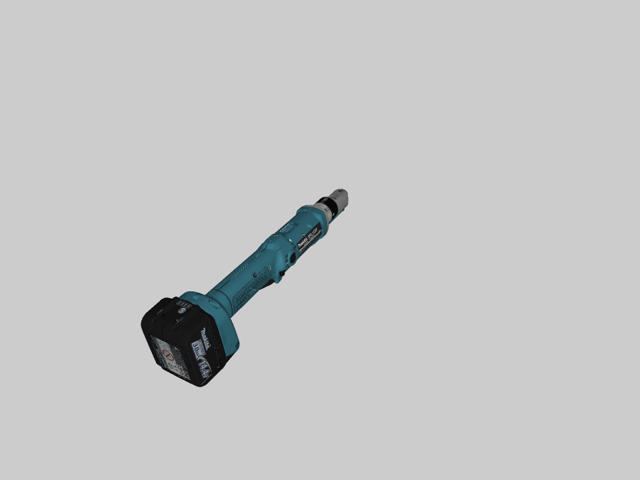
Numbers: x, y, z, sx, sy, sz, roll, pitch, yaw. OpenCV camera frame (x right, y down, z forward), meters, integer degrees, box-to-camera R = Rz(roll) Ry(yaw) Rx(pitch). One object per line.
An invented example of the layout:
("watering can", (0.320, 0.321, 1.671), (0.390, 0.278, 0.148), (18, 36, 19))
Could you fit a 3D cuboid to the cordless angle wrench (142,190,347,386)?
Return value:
("cordless angle wrench", (-0.062, 0.023, 0.618), (0.074, 0.098, 0.421), (14, 38, 27))
